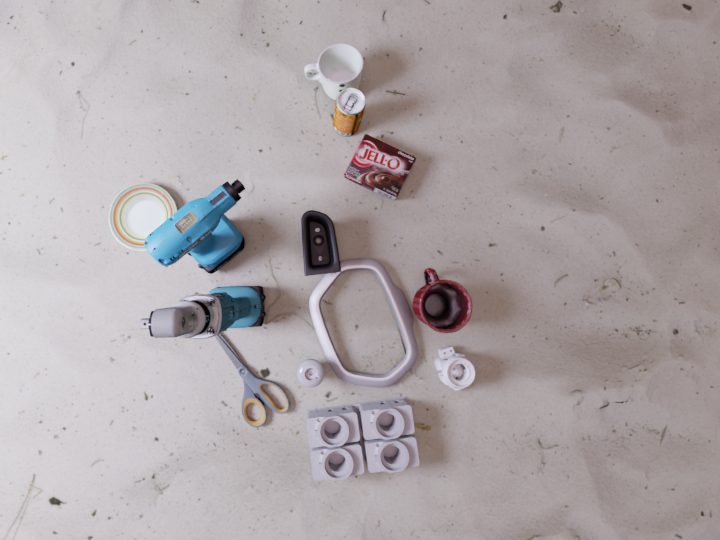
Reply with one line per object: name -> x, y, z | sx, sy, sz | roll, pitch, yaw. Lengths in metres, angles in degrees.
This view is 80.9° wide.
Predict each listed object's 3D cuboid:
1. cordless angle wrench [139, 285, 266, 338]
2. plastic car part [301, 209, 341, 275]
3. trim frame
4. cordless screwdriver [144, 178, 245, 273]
cordless angle wrench -> -0.202, 0.058, 0.596 | 0.097, 0.423, 0.075 | -1, 88, -6
plastic car part -> -0.077, -0.050, 0.786 | 0.066, 0.071, 0.117 | -6, 85, -5
trim frame -> 0.009, 0.098, 0.794 | 0.183, 0.027, 0.250 | -23, 85, -3
cordless screwdriver -> -0.241, -0.068, 0.696 | 0.159, 0.249, 0.074 | -41, 92, -6
